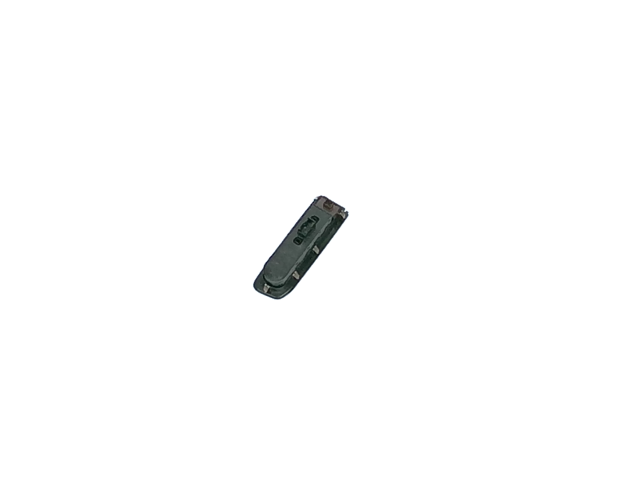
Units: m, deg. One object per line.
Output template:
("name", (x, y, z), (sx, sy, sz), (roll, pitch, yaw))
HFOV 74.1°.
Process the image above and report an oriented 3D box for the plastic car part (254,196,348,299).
("plastic car part", (-0.029, 0.006, 0.684), (0.066, 0.202, 0.067), (34, -17, 6))
